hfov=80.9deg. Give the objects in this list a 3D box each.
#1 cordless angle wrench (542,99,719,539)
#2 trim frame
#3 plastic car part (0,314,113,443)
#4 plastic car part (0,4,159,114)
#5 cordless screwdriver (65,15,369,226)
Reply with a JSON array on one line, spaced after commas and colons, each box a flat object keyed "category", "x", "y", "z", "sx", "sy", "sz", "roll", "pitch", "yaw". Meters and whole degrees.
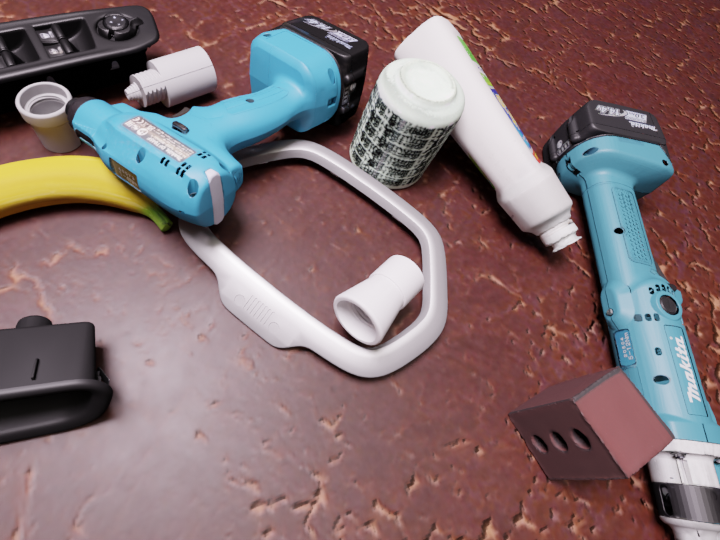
[{"category": "cordless angle wrench", "x": 0.245, "y": 0.037, "z": 0.367, "sx": 0.097, "sy": 0.074, "sz": 0.432, "roll": 8, "pitch": 63, "yaw": -9}, {"category": "trim frame", "x": -0.036, "y": -0.023, "z": 0.364, "sx": 0.252, "sy": 0.027, "sz": 0.183, "roll": 36, "pitch": 60, "yaw": 6}, {"category": "plastic car part", "x": -0.218, "y": 0.063, "z": 0.264, "sx": 0.113, "sy": 0.065, "sz": 0.074, "roll": -9, "pitch": 52, "yaw": -21}, {"category": "plastic car part", "x": -0.273, "y": -0.181, "z": 0.372, "sx": 0.199, "sy": 0.065, "sz": 0.069, "roll": -30, "pitch": 67, "yaw": -21}, {"category": "cordless screwdriver", "x": -0.112, "y": -0.151, "z": 0.373, "sx": 0.164, "sy": 0.073, "sz": 0.246, "roll": 31, "pitch": 54, "yaw": 15}]
